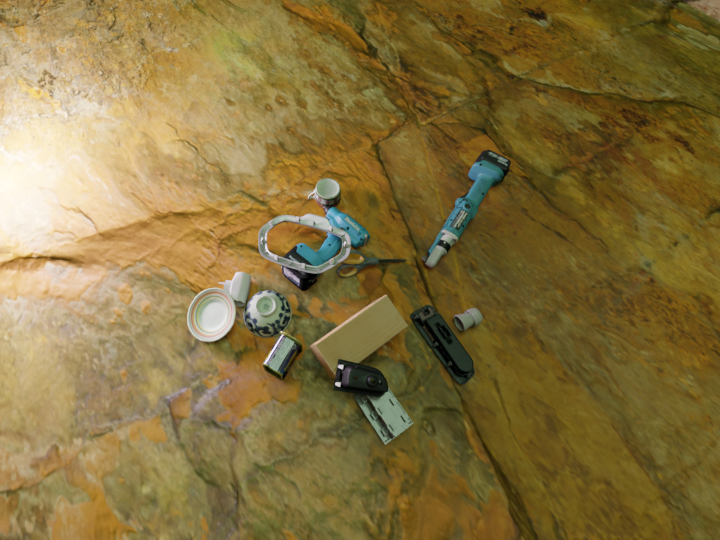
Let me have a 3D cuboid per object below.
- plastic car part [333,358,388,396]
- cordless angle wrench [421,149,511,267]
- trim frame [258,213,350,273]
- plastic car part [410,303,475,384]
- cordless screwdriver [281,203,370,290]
[{"bbox_3d":[0.009,0.231,0.889,0.115,0.071,0.067,12,75,-6],"label":"plastic car part"},{"bbox_3d":[0.296,-0.171,1.202,0.100,0.073,0.422,30,67,12],"label":"cordless angle wrench"},{"bbox_3d":[-0.146,-0.076,1.078,0.257,0.026,0.184,15,50,18],"label":"trim frame"},{"bbox_3d":[0.208,0.171,1.021,0.065,0.066,0.210,-23,68,-23],"label":"plastic car part"},{"bbox_3d":[-0.111,-0.072,1.132,0.165,0.072,0.245,41,64,19],"label":"cordless screwdriver"}]
